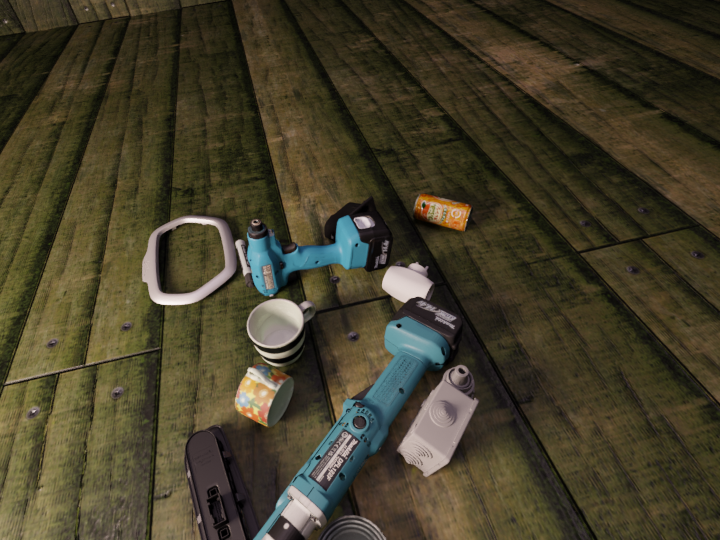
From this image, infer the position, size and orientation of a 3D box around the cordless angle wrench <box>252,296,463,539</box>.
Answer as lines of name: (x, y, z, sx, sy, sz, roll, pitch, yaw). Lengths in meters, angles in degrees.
cordless angle wrench: (-0.002, 0.201, 0.532, 0.103, 0.072, 0.418, 25, 51, 25)

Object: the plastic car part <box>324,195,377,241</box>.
plastic car part: (-0.029, -0.098, 0.847, 0.115, 0.063, 0.075, -38, 40, -23)

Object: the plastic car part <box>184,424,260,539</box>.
plastic car part: (-0.172, 0.278, 0.506, 0.065, 0.064, 0.214, -28, 47, -12)

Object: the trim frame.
trim frame: (-0.340, -0.029, 0.833, 0.182, 0.026, 0.261, -17, 49, -11)

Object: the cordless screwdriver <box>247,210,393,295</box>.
cordless screwdriver: (-0.072, -0.047, 0.732, 0.245, 0.154, 0.078, -14, 48, -11)
